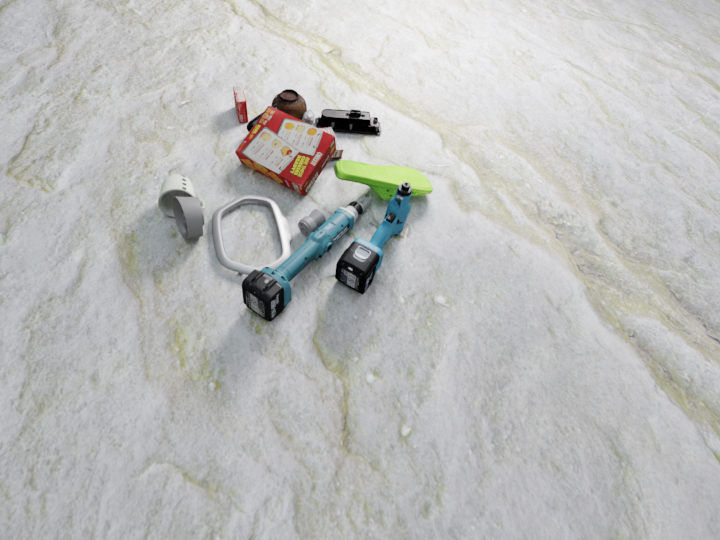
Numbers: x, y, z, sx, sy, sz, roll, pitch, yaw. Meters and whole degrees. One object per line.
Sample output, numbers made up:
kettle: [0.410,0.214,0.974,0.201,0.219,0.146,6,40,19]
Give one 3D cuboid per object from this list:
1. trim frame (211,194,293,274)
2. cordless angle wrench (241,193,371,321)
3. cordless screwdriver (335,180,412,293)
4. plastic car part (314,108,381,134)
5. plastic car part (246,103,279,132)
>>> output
trim frame: [-0.253,-0.087,0.994,0.181,0.027,0.260,-12,54,-13]
cordless angle wrench: [-0.093,-0.061,0.953,0.077,0.095,0.418,30,53,17]
cordless screwdriver: [0.041,-0.078,0.934,0.076,0.155,0.247,29,57,11]
plastic car part: [-0.036,-0.449,1.268,0.202,0.065,0.068,0,61,-2]
plastic car part: [-0.267,-0.418,1.226,0.072,0.066,0.115,39,61,3]
